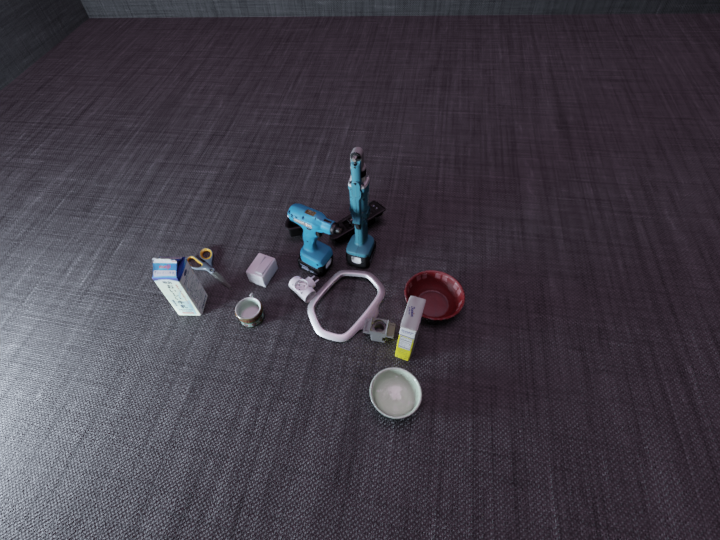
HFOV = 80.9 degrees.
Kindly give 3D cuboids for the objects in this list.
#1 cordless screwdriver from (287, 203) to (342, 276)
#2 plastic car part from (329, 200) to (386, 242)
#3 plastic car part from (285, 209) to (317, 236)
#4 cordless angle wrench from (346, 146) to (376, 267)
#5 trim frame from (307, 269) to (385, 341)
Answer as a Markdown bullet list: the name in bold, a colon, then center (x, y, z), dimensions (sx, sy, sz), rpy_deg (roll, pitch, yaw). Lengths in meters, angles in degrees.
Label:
- **cordless screwdriver**: center (-0.119, -0.078, 1.218), dimensions (0.166, 0.240, 0.074), rpy_deg (25, 58, 21)
- **plastic car part**: center (-0.016, -0.152, 1.373), dimensions (0.200, 0.064, 0.070), rpy_deg (-30, 56, -16)
- **plastic car part**: center (-0.188, -0.144, 1.386), dimensions (0.116, 0.068, 0.069), rpy_deg (-15, 53, -6)
- **cordless angle wrench**: center (-0.002, -0.167, 1.166), dimensions (0.076, 0.408, 0.099), rpy_deg (14, 55, 12)
- **trim frame**: center (-0.039, 0.095, 1.211), dimensions (0.193, 0.026, 0.246), rpy_deg (29, 61, 25)
